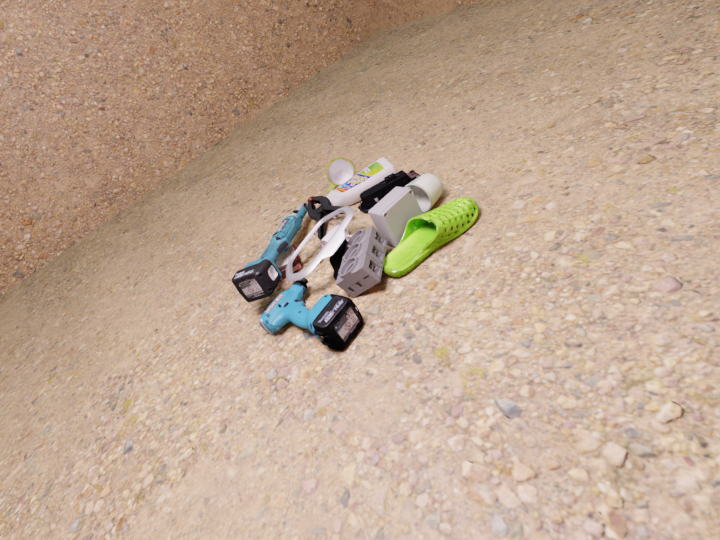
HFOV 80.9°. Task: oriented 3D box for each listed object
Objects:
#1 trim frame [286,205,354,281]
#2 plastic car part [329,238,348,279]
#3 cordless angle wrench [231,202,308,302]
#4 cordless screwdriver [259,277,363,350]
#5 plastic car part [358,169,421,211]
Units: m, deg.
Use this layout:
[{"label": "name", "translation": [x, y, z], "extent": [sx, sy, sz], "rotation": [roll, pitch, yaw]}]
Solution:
[{"label": "trim frame", "translation": [-0.104, -0.068, 1.065], "extent": [0.248, 0.026, 0.192], "rotation": [-53, 26, -17]}, {"label": "plastic car part", "translation": [-0.050, -0.040, 1.052], "extent": [0.067, 0.068, 0.119], "rotation": [-19, 32, 19]}, {"label": "cordless angle wrench", "translation": [-0.220, -0.079, 1.168], "extent": [0.101, 0.071, 0.427], "rotation": [-19, 29, 25]}, {"label": "cordless screwdriver", "translation": [-0.103, 0.083, 0.935], "extent": [0.261, 0.071, 0.158], "rotation": [3, 46, 45]}, {"label": "plastic car part", "translation": [0.080, -0.234, 1.212], "extent": [0.203, 0.063, 0.070], "rotation": [-32, 40, 3]}]
